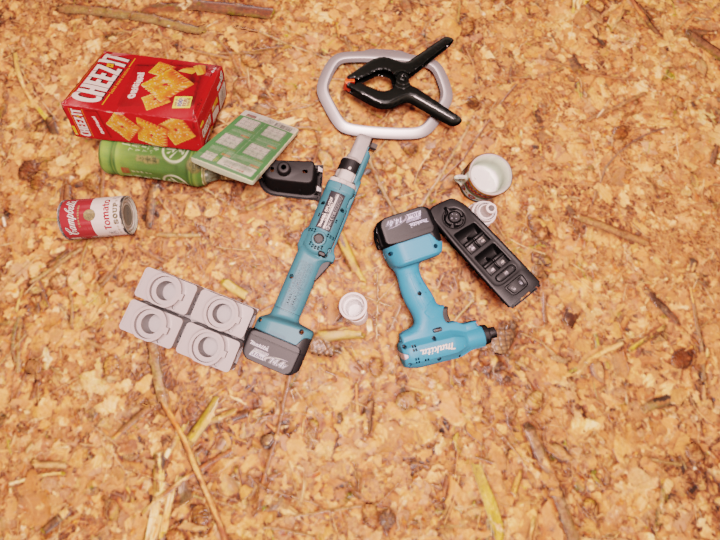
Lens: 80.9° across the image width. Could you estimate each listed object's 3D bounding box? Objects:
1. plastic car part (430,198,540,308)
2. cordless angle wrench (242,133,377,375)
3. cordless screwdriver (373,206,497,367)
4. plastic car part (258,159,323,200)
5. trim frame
[{"bbox_3d":[0.195,-0.035,0.700,0.066,0.065,0.207,-38,79,-1],"label":"plastic car part"},{"bbox_3d":[-0.069,-0.045,0.702,0.098,0.074,0.425,21,78,1],"label":"cordless angle wrench"},{"bbox_3d":[0.117,0.021,0.689,0.158,0.074,0.251,-13,84,-4],"label":"cordless screwdriver"},{"bbox_3d":[-0.121,-0.163,0.720,0.116,0.071,0.066,5,80,-4],"label":"plastic car part"},{"bbox_3d":[0.044,-0.327,0.774,0.249,0.027,0.186,2,81,2],"label":"trim frame"}]
